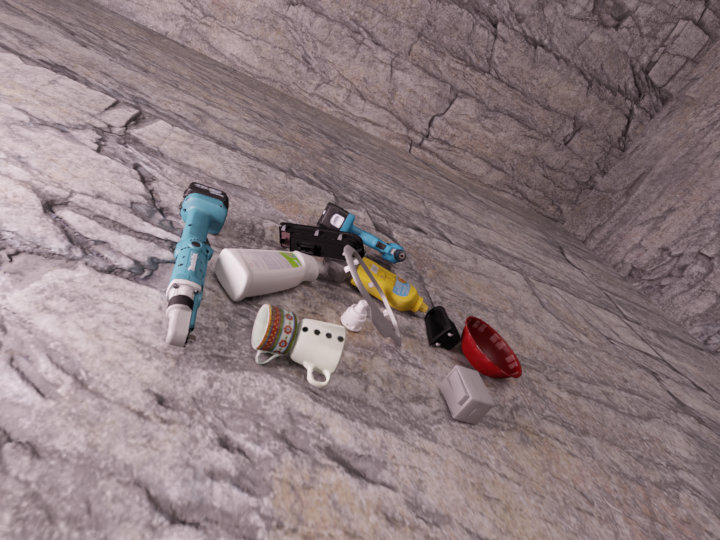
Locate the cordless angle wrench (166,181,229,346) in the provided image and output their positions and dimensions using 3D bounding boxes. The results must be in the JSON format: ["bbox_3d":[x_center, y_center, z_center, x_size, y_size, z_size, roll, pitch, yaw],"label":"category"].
[{"bbox_3d":[-0.304,-0.028,0.769,0.094,0.074,0.441,17,31,-24],"label":"cordless angle wrench"}]

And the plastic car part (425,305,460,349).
[{"bbox_3d":[0.196,0.137,0.977,0.069,0.066,0.118,41,20,-13],"label":"plastic car part"}]

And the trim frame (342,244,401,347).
[{"bbox_3d":[0.023,0.051,0.856,0.237,0.028,0.191,58,9,-34],"label":"trim frame"}]

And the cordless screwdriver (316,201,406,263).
[{"bbox_3d":[0.007,-0.092,1.126,0.247,0.074,0.161,29,1,-5],"label":"cordless screwdriver"}]

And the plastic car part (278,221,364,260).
[{"bbox_3d":[-0.092,-0.060,0.944,0.207,0.065,0.067,8,23,11],"label":"plastic car part"}]
